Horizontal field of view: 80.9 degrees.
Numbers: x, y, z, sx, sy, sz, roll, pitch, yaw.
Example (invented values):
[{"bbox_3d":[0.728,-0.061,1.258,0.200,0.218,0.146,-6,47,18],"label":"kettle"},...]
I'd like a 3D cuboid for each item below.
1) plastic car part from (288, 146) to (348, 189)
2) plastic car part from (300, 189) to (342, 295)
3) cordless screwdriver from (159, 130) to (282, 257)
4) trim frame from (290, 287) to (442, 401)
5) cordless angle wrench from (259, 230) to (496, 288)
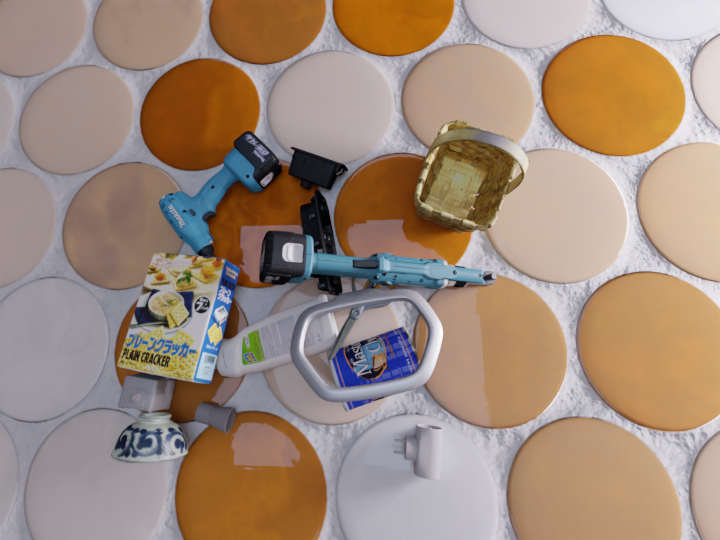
[{"bbox_3d":[-0.093,-0.196,0.845,0.119,0.065,0.071,19,94,11],"label":"plastic car part"},{"bbox_3d":[-0.079,-0.052,0.810,0.069,0.063,0.206,-12,77,26],"label":"plastic car part"},{"bbox_3d":[-0.263,-0.146,0.839,0.248,0.073,0.163,-39,78,-1],"label":"cordless screwdriver"},{"bbox_3d":[0.007,0.113,0.686,0.250,0.026,0.190,-13,60,5],"label":"trim frame"},{"bbox_3d":[0.041,-0.003,0.734,0.413,0.099,0.075,6,76,-13],"label":"cordless angle wrench"}]
